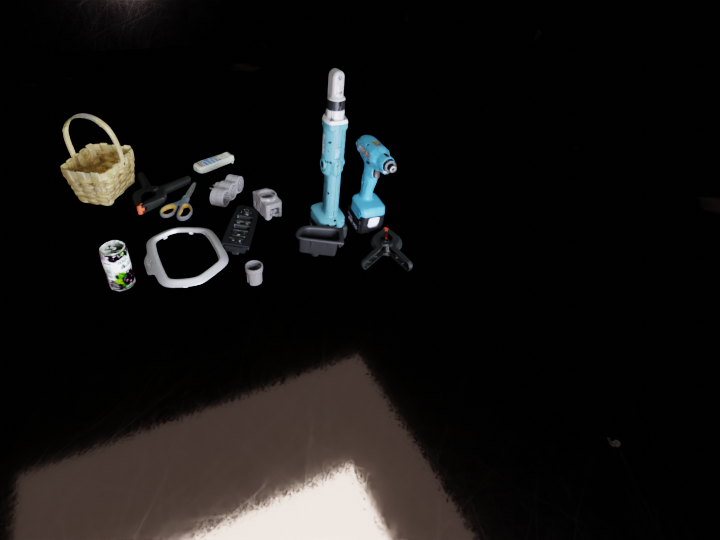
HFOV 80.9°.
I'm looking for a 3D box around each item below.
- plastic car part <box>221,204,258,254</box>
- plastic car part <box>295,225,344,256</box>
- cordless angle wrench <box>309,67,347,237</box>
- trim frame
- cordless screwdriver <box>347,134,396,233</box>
[{"bbox_3d":[-0.299,-0.099,1.072,0.066,0.065,0.209,1,39,-5],"label":"plastic car part"},{"bbox_3d":[-0.102,-0.067,1.042,0.116,0.069,0.068,3,38,-2],"label":"plastic car part"},{"bbox_3d":[-0.068,-0.257,1.007,0.072,0.412,0.103,-13,42,-24],"label":"cordless angle wrench"},{"bbox_3d":[-0.424,-0.038,1.019,0.179,0.027,0.263,-19,44,-25],"label":"trim frame"},{"bbox_3d":[0.032,-0.205,1.084,0.072,0.242,0.168,-11,41,-21],"label":"cordless screwdriver"}]
